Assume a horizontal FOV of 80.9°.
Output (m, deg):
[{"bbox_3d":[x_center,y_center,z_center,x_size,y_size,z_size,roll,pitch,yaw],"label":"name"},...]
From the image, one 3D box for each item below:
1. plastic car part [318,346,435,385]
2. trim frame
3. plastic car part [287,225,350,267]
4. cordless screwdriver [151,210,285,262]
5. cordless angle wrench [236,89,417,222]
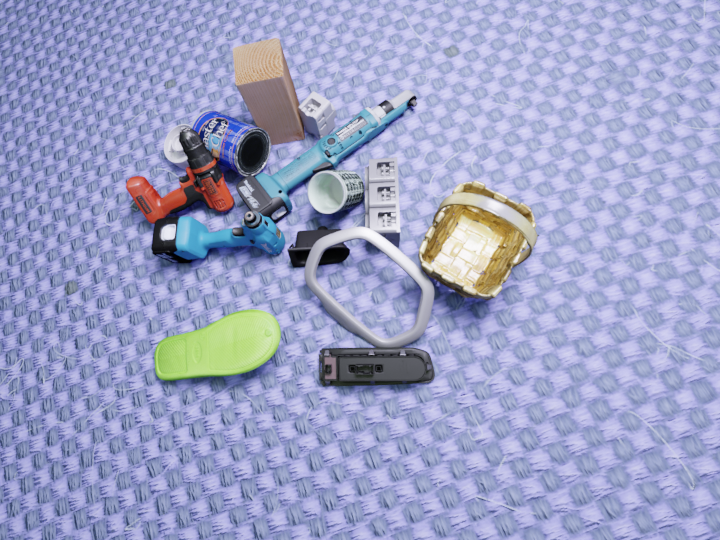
[{"bbox_3d":[0.027,0.166,0.735,0.205,0.065,0.067,-2,75,5],"label":"plastic car part"},{"bbox_3d":[0.013,0.033,0.753,0.249,0.027,0.185,41,109,2],"label":"trim frame"},{"bbox_3d":[-0.081,-0.053,0.826,0.117,0.063,0.073,-7,59,3],"label":"plastic car part"},{"bbox_3d":[-0.280,-0.070,0.809,0.253,0.154,0.075,-2,75,9],"label":"cordless screwdriver"},{"bbox_3d":[-0.058,-0.251,0.878,0.421,0.072,0.101,-37,73,-6],"label":"cordless angle wrench"}]
